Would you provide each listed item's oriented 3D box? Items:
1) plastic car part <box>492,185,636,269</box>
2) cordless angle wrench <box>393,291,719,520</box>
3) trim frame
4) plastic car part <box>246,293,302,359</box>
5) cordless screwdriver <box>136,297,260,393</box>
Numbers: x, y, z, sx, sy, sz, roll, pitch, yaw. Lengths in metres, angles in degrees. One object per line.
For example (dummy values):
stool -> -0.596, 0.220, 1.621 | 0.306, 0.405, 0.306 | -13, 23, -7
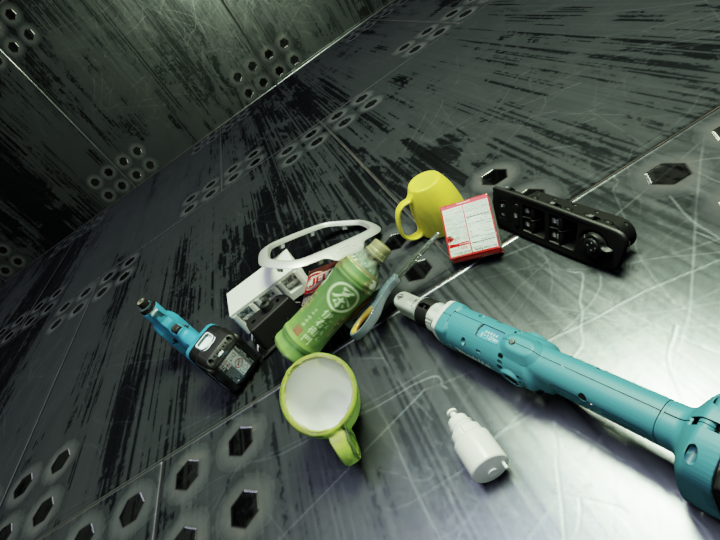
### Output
plastic car part -> 0.267, -0.063, 0.560 | 0.066, 0.064, 0.213 | -16, 30, -16
cordless angle wrench -> 0.173, 0.093, 0.436 | 0.074, 0.093, 0.445 | -48, 33, -12
trim frame -> -0.077, -0.051, 0.791 | 0.241, 0.027, 0.194 | -25, 25, -33
plastic car part -> -0.154, 0.084, 0.744 | 0.116, 0.067, 0.069 | -44, 35, -6
cordless screwdriver -> -0.301, 0.121, 0.756 | 0.262, 0.151, 0.074 | 9, 53, 44
